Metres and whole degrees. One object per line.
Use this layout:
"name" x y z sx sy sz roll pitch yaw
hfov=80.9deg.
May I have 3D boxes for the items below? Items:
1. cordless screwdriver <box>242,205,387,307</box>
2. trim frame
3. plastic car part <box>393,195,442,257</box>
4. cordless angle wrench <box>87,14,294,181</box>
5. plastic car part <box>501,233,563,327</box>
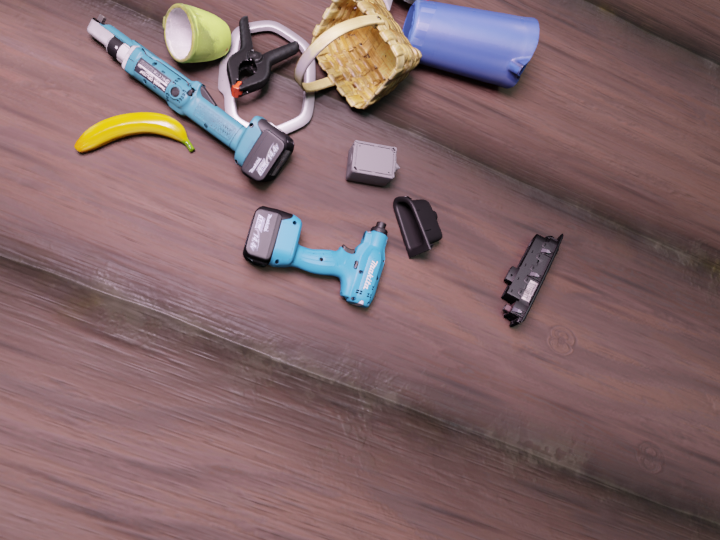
"cordless screwdriver" -0.073 -0.048 0.746 0.244 0.075 0.160 21 77 -11
"trim frame" -0.177 -0.366 0.808 0.181 0.028 0.250 2 81 -11
"plastic car part" 0.115 -0.091 0.797 0.068 0.067 0.118 -10 79 -29
"cordless angle wrench" -0.312 -0.311 0.746 0.425 0.074 0.098 36 103 2
"plastic car part" 0.323 0.008 0.815 0.070 0.064 0.202 31 76 20
